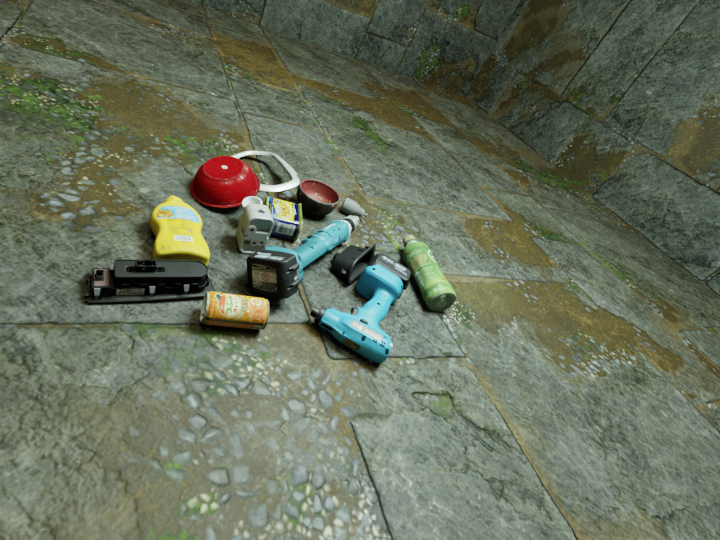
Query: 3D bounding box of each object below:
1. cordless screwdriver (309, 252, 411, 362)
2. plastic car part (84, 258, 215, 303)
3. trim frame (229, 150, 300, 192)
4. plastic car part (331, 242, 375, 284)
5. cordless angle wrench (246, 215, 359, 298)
[{"bbox_3d":[0.007,0.057,0.851,0.160,0.074,0.249,27,38,1],"label":"cordless screwdriver"},{"bbox_3d":[-0.341,0.010,0.703,0.194,0.066,0.070,4,34,-34],"label":"plastic car part"},{"bbox_3d":[-0.256,-0.259,1.097,0.178,0.027,0.263,-13,39,-25],"label":"trim frame"},{"bbox_3d":[-0.024,-0.022,0.951,0.074,0.064,0.114,23,35,26],"label":"plastic car part"},{"bbox_3d":[-0.091,-0.060,0.935,0.102,0.073,0.415,7,23,22],"label":"cordless angle wrench"}]
